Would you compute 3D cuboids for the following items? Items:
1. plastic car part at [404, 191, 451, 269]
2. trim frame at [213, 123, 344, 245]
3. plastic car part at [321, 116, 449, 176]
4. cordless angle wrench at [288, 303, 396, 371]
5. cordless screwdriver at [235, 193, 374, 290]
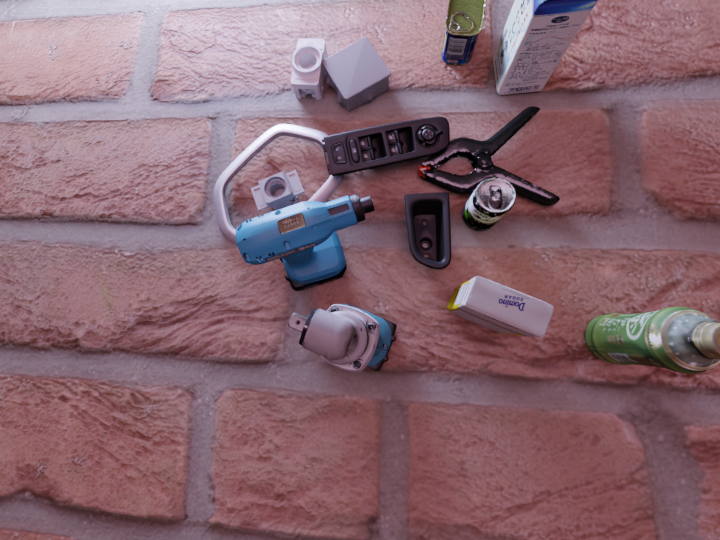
[{"bbox_3d":[0.102,-0.054,0.647,0.067,0.069,0.118,-2,79,5],"label":"plastic car part"},{"bbox_3d":[-0.143,-0.143,0.724,0.248,0.027,0.189,-44,76,-3],"label":"trim frame"},{"bbox_3d":[0.044,-0.197,0.689,0.205,0.065,0.067,-12,79,5],"label":"plastic car part"},{"bbox_3d":[-0.008,0.072,0.460,0.100,0.414,0.074,22,83,6],"label":"cordless angle wrench"},{"bbox_3d":[-0.056,-0.037,0.578,0.160,0.243,0.076,-18,80,1],"label":"cordless screwdriver"}]
